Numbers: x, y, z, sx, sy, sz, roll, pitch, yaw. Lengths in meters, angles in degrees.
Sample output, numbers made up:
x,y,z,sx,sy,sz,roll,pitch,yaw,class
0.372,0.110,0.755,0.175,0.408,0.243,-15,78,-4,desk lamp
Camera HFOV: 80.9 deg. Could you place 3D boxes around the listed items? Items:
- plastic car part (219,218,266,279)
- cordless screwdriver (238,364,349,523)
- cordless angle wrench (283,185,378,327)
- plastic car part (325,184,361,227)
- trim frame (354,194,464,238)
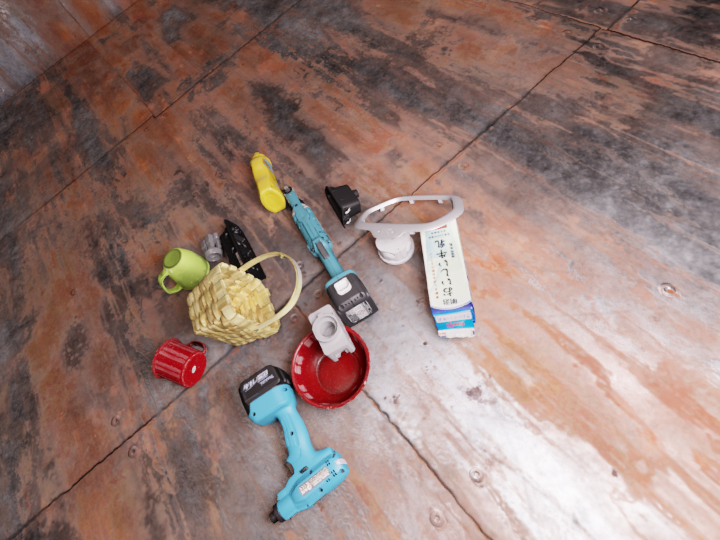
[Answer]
x,y,z,sx,sy,sz,roll,pitch,yaw,class
-0.305,-0.045,1.064,0.067,0.063,0.213,-46,54,23,plastic car part
-0.151,0.316,0.791,0.159,0.071,0.261,-39,59,-3,cordless screwdriver
-0.096,-0.063,0.978,0.074,0.093,0.445,-33,52,0,cordless angle wrench
-0.036,-0.173,1.032,0.070,0.063,0.122,-19,53,-9,plastic car part
0.100,-0.120,0.906,0.262,0.026,0.181,8,37,41,trim frame
